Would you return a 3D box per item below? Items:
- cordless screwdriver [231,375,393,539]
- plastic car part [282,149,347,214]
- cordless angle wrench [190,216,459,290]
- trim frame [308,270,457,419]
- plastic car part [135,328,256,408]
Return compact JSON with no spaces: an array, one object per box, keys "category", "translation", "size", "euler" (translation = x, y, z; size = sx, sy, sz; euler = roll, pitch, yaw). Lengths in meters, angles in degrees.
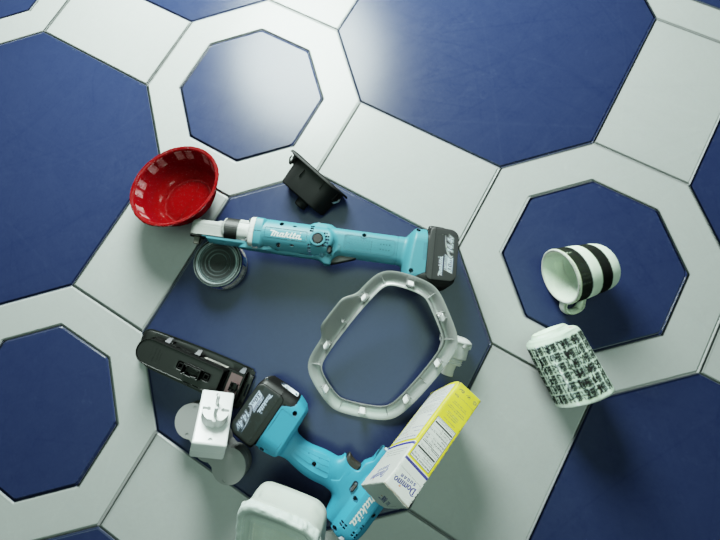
[{"category":"cordless screwdriver","translation":[-0.057,0.251,0.626],"size":[0.253,0.073,0.159],"euler":[39,83,8]},{"category":"plastic car part","translation":[-0.088,-0.141,0.728],"size":[0.071,0.064,0.119],"euler":[-46,82,9]},{"category":"cordless angle wrench","translation":[-0.066,-0.043,0.679],"size":[0.426,0.073,0.099],"euler":[8,79,4]},{"category":"trim frame","translation":[0.029,0.118,0.637],"size":[0.186,0.027,0.249],"euler":[39,102,5]},{"category":"plastic car part","translation":[-0.276,0.155,0.675],"size":[0.208,0.065,0.066],"euler":[20,88,11]}]
